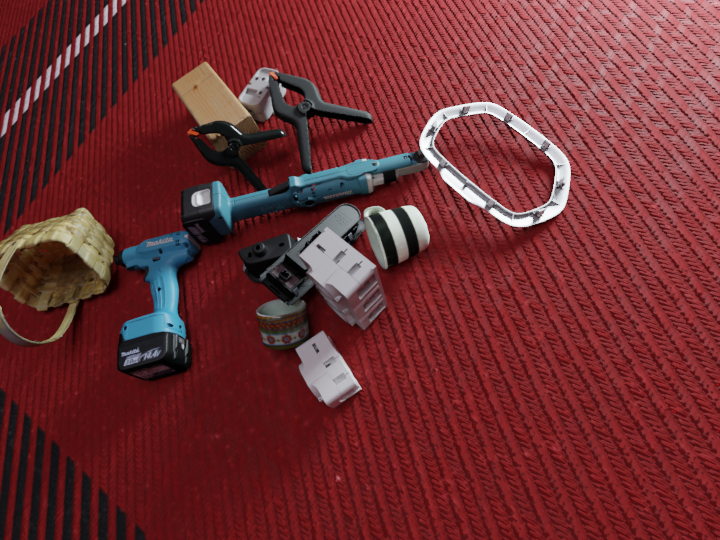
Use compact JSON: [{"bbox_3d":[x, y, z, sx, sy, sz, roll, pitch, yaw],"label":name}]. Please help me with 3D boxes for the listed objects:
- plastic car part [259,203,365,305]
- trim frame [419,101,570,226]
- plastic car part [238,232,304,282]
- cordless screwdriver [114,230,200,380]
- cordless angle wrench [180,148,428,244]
[{"bbox_3d":[-0.063,-0.041,0.648,0.069,0.066,0.200,34,53,16],"label":"plastic car part"},{"bbox_3d":[0.211,-0.175,0.663,0.183,0.027,0.256,-39,73,-12],"label":"trim frame"},{"bbox_3d":[-0.147,-0.025,0.690,0.117,0.068,0.068,-15,62,4],"label":"plastic car part"},{"bbox_3d":[-0.357,0.053,0.712,0.161,0.071,0.257,-13,59,9],"label":"cordless screwdriver"},{"bbox_3d":[-0.093,-0.138,0.725,0.426,0.094,0.077,-13,64,5],"label":"cordless angle wrench"}]
